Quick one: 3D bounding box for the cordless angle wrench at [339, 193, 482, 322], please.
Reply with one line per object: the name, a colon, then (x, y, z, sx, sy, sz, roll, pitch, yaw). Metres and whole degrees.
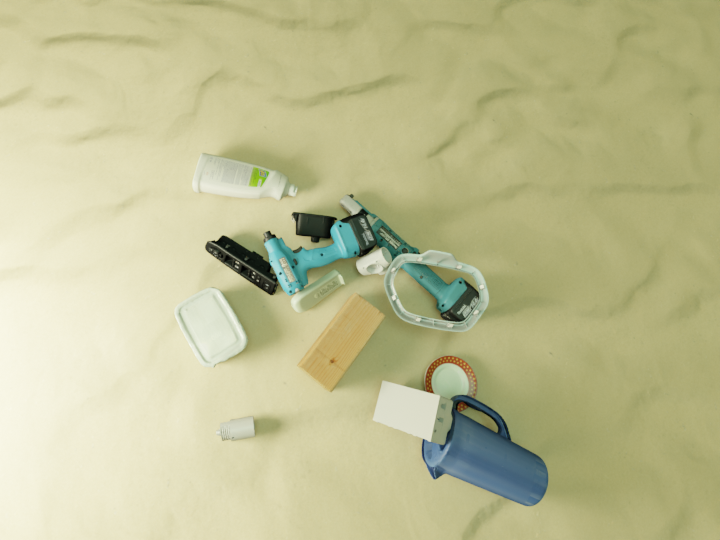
cordless angle wrench: (0.107, -0.041, 1.058, 0.430, 0.073, 0.097, 43, 73, 9)

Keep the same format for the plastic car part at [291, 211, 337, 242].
plastic car part: (-0.118, -0.106, 1.059, 0.115, 0.067, 0.071, 9, 89, -9)

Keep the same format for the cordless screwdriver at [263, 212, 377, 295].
cordless screwdriver: (-0.098, -0.064, 0.999, 0.246, 0.074, 0.161, -27, 83, -12)

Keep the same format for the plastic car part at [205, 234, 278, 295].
plastic car part: (-0.278, -0.023, 1.011, 0.204, 0.066, 0.067, 29, 63, 2)

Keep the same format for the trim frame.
trim frame: (0.178, 0.044, 0.988, 0.250, 0.027, 0.187, 10, 70, 2)
